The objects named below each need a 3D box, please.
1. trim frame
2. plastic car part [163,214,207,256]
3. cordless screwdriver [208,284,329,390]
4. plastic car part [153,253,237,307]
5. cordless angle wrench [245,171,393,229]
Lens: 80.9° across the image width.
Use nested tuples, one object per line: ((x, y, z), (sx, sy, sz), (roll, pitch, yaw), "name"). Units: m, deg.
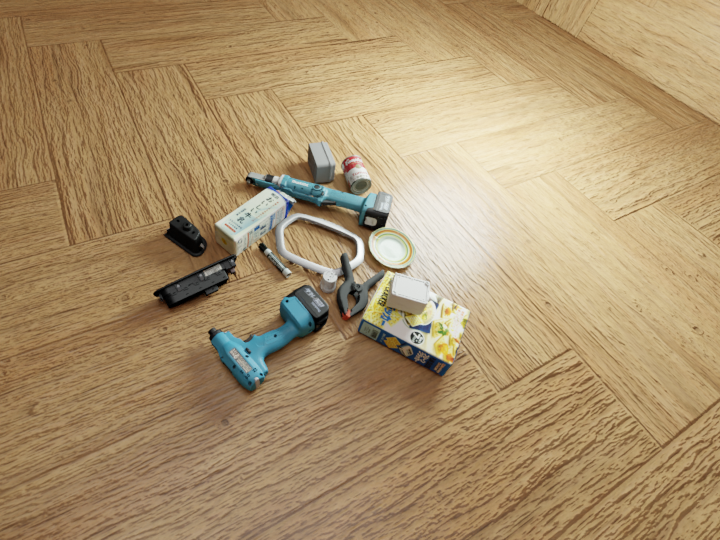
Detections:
((-0.110, -0.072, 1.121), (0.253, 0.027, 0.185), (19, 53, 9), "trim frame")
((-0.436, -0.096, 1.061), (0.121, 0.069, 0.065), (33, 55, 19), "plastic car part")
((-0.198, 0.124, 0.926), (0.166, 0.072, 0.245), (40, 61, 20), "cordless screwdriver")
((-0.375, 0.031, 0.982), (0.198, 0.067, 0.067), (-24, 87, -26), "plastic car part")
((-0.125, -0.217, 1.207), (0.428, 0.072, 0.099), (16, 51, 6), "cordless angle wrench")
